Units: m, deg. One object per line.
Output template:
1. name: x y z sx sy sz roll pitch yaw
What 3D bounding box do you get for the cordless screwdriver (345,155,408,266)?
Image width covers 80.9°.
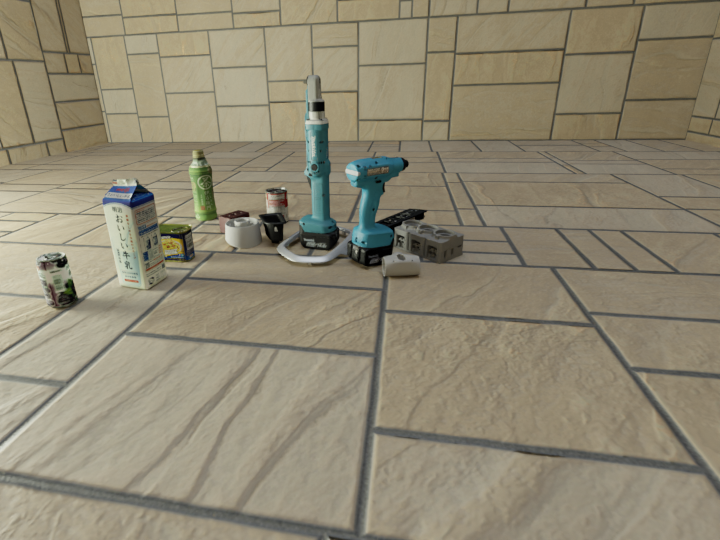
1. cordless screwdriver: 0.043 -0.141 0.986 0.154 0.243 0.079 -15 26 -31

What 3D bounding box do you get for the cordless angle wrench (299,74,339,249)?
1. cordless angle wrench: -0.107 -0.261 1.055 0.101 0.413 0.073 8 23 18

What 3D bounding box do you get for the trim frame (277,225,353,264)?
1. trim frame: -0.108 -0.071 1.103 0.191 0.027 0.245 8 26 21

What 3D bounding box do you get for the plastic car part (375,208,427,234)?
1. plastic car part: 0.092 -0.119 1.149 0.196 0.065 0.070 -20 30 -36

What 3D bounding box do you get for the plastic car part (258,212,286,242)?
1. plastic car part: -0.236 -0.112 1.153 0.064 0.069 0.122 -8 25 -17
